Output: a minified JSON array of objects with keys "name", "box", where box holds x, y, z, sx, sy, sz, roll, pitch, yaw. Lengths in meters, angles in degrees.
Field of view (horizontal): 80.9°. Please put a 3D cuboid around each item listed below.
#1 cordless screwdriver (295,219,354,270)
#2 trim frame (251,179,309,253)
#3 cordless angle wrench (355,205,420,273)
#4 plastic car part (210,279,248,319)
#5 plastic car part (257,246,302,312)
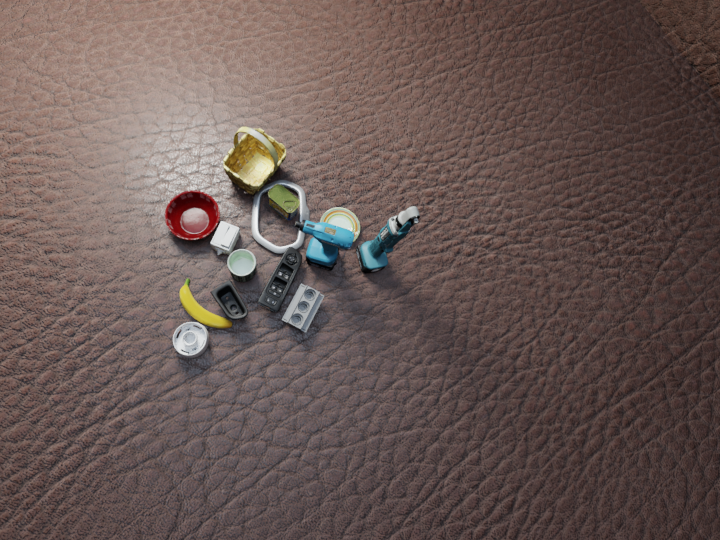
[{"name":"cordless screwdriver","box":[-0.119,-0.078,1.222,0.158,0.249,0.075,18,73,-7]},{"name":"trim frame","box":[-0.253,-0.174,1.349,0.182,0.027,0.253,2,73,-8]},{"name":"cordless angle wrench","box":[0.075,-0.087,1.161,0.073,0.423,0.100,-11,79,-16]},{"name":"plastic car part","box":[-0.373,0.098,1.224,0.065,0.071,0.118,-33,82,-18]},{"name":"plastic car part","box":[-0.235,0.027,1.268,0.066,0.067,0.204,25,71,-3]}]
